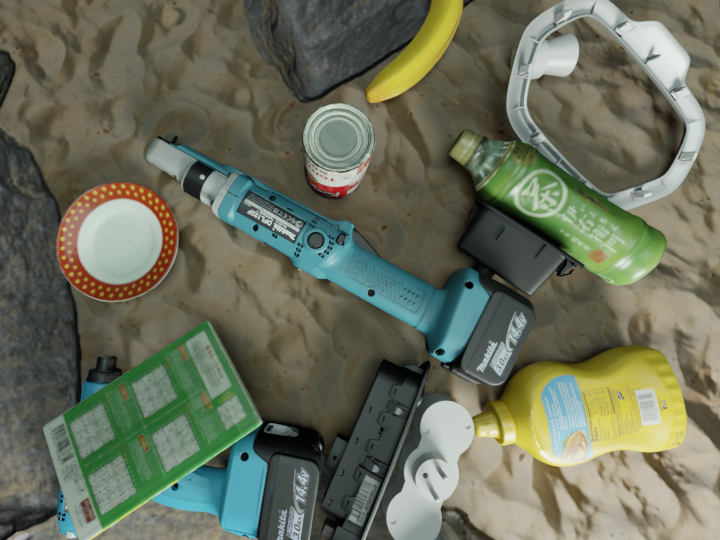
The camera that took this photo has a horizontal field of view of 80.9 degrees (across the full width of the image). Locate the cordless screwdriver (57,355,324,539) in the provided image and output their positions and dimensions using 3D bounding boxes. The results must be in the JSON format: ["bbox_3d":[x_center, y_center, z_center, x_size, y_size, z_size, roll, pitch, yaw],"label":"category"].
[{"bbox_3d":[-0.160,0.172,0.407,0.250,0.073,0.160,3,83,4],"label":"cordless screwdriver"}]

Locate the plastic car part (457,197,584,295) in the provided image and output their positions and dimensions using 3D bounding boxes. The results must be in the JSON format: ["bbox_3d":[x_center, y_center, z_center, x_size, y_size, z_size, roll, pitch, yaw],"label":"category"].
[{"bbox_3d":[0.151,-0.016,0.443,0.118,0.065,0.071,32,98,6],"label":"plastic car part"}]

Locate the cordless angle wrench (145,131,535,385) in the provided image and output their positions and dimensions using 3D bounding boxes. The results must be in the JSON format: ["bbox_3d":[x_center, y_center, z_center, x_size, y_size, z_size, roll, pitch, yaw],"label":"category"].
[{"bbox_3d":[-0.043,-0.028,0.437,0.428,0.073,0.098,29,83,6],"label":"cordless angle wrench"}]

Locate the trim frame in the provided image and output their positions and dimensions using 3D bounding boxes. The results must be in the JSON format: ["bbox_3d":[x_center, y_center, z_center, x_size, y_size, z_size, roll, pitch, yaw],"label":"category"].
[{"bbox_3d":[0.266,-0.174,0.451,0.245,0.028,0.184,42,90,-7],"label":"trim frame"}]

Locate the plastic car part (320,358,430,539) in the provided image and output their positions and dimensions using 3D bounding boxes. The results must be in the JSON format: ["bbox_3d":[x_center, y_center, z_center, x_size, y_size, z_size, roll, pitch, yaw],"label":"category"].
[{"bbox_3d":[0.009,0.173,0.412,0.069,0.064,0.203,26,83,15],"label":"plastic car part"}]
